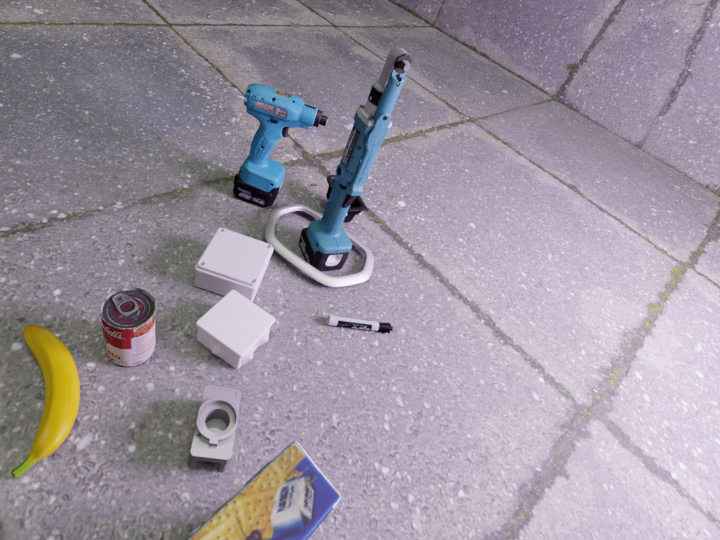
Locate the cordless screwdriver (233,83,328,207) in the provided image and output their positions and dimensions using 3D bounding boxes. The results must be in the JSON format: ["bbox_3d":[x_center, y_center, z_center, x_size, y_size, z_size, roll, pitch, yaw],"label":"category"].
[{"bbox_3d":[-0.170,-0.241,0.861,0.158,0.246,0.076,20,43,-6],"label":"cordless screwdriver"}]

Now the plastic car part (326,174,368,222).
[{"bbox_3d":[-0.043,-0.152,0.949,0.063,0.070,0.122,-6,50,-28],"label":"plastic car part"}]

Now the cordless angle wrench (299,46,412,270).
[{"bbox_3d":[-0.013,-0.166,0.719,0.072,0.419,0.102,-3,50,-28],"label":"cordless angle wrench"}]

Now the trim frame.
[{"bbox_3d":[-0.085,-0.055,0.868,0.255,0.027,0.182,33,44,12],"label":"trim frame"}]
